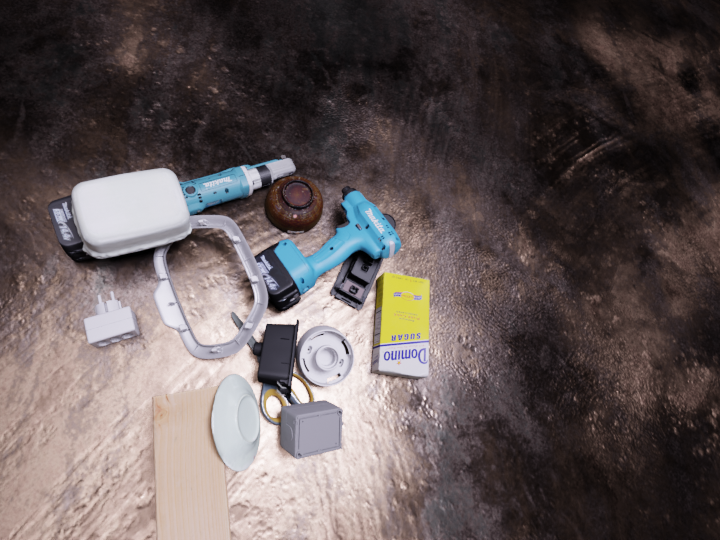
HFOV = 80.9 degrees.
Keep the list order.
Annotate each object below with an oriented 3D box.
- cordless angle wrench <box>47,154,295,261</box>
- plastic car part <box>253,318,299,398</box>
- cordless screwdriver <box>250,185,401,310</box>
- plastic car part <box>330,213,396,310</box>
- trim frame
[{"bbox_3d":[-0.306,-0.132,0.755,0.413,0.074,0.100,-23,77,-23],"label":"cordless angle wrench"},{"bbox_3d":[-0.136,0.135,0.674,0.070,0.065,0.120,3,55,-7],"label":"plastic car part"},{"bbox_3d":[-0.072,-0.047,0.741,0.246,0.072,0.166,-28,62,-10],"label":"cordless screwdriver"},{"bbox_3d":[0.016,-0.033,0.794,0.067,0.066,0.204,25,62,0],"label":"plastic car part"},{"bbox_3d":[-0.252,0.021,0.689,0.186,0.027,0.254,-30,76,9],"label":"trim frame"}]
